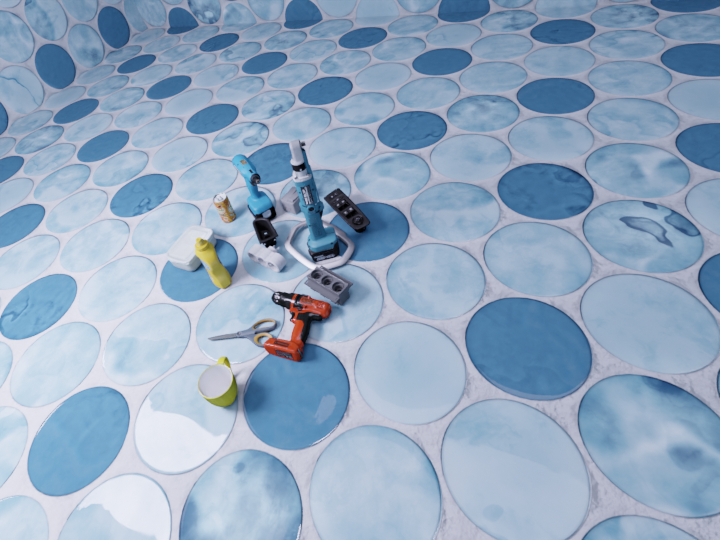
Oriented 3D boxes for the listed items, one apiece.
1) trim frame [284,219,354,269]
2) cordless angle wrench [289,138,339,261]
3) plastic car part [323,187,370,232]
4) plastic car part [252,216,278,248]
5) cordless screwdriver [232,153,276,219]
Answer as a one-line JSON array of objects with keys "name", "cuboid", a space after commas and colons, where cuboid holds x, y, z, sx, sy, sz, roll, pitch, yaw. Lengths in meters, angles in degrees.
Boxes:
[{"name": "trim frame", "cuboid": [-0.134, -0.087, 1.367, 0.182, 0.026, 0.262, -41, 53, -20]}, {"name": "cordless angle wrench", "cuboid": [-0.141, -0.191, 1.204, 0.098, 0.405, 0.077, -13, 49, -1]}, {"name": "plastic car part", "cuboid": [-0.043, -0.190, 1.406, 0.065, 0.064, 0.214, -31, 50, -14]}, {"name": "plastic car part", "cuboid": [-0.314, -0.120, 1.412, 0.065, 0.068, 0.123, -25, 49, -9]}, {"name": "cordless screwdriver", "cuboid": [-0.350, -0.261, 1.427, 0.073, 0.238, 0.168, -31, 51, -16]}]
